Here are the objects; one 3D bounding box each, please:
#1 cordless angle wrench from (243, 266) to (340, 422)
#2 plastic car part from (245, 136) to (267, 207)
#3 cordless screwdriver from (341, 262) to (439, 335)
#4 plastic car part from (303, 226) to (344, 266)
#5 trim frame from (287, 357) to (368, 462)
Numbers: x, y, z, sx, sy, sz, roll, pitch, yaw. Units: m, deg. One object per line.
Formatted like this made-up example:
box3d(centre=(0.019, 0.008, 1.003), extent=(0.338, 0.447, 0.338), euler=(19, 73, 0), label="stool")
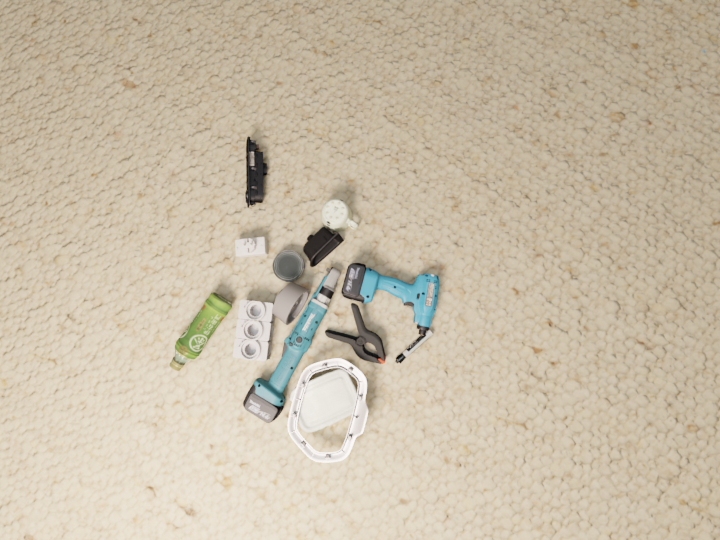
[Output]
box3d(centre=(-0.160, 0.181, 1.108), extent=(0.099, 0.073, 0.423), euler=(28, 82, 6), label="cordless angle wrench")
box3d(centre=(-0.301, -0.273, 1.203), extent=(0.065, 0.068, 0.205), euler=(5, 79, -23), label="plastic car part")
box3d(centre=(0.074, 0.070, 1.103), extent=(0.250, 0.073, 0.160), euler=(10, 82, 2), label="cordless screwdriver")
box3d(centre=(-0.113, -0.074, 1.154), extent=(0.116, 0.063, 0.074), euler=(-40, 67, 1), label="plastic car part")
box3d(centre=(-0.077, 0.340, 1.032), extent=(0.186, 0.027, 0.250), euler=(15, 81, 6), label="trim frame")
